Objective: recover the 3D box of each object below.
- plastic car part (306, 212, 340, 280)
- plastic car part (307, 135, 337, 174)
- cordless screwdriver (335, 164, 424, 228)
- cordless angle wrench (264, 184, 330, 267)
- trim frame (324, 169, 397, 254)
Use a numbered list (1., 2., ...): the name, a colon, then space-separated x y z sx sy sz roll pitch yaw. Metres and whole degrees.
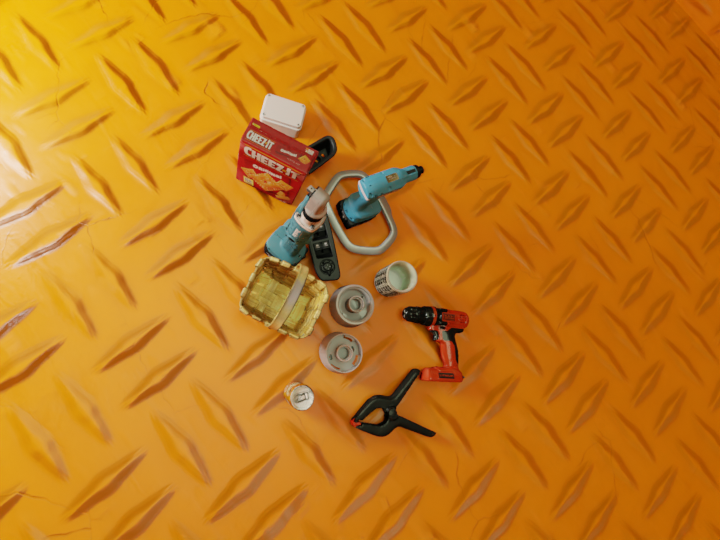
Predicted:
1. plastic car part: -0.104 -0.068 1.067 0.065 0.068 0.206 -13 80 -18
2. plastic car part: -0.116 -0.299 1.120 0.115 0.072 0.066 -38 91 -19
3. cordless screwdriver: 0.041 -0.184 1.034 0.156 0.252 0.075 -23 87 -20
4. cordless angle wrench: -0.127 -0.082 0.876 0.097 0.428 0.074 43 70 -7
5. trim frame: 0.000 -0.156 1.135 0.181 0.028 0.251 -28 84 -18
